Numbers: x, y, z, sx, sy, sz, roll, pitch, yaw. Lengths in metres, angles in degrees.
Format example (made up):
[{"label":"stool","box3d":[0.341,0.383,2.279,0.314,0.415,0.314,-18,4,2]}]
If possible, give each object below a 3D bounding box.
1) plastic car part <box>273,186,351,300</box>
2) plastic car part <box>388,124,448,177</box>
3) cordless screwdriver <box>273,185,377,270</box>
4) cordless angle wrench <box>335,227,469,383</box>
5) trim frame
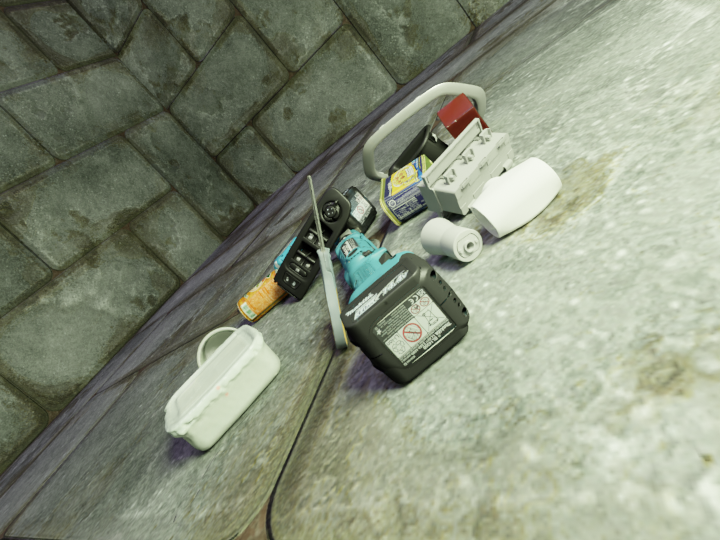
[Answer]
[{"label":"plastic car part","box3d":[-0.073,-0.047,0.742,0.202,0.069,0.064,-59,-22,19]},{"label":"plastic car part","box3d":[0.108,-0.188,0.743,0.118,0.068,0.067,-45,26,37]},{"label":"cordless screwdriver","box3d":[-0.074,-0.086,0.884,0.255,0.072,0.159,-30,21,42]},{"label":"cordless angle wrench","box3d":[0.008,-0.005,0.553,0.098,0.072,0.433,-41,17,3]},{"label":"trim frame","box3d":[0.111,-0.242,0.766,0.252,0.174,0.029,-35,59,24]}]
